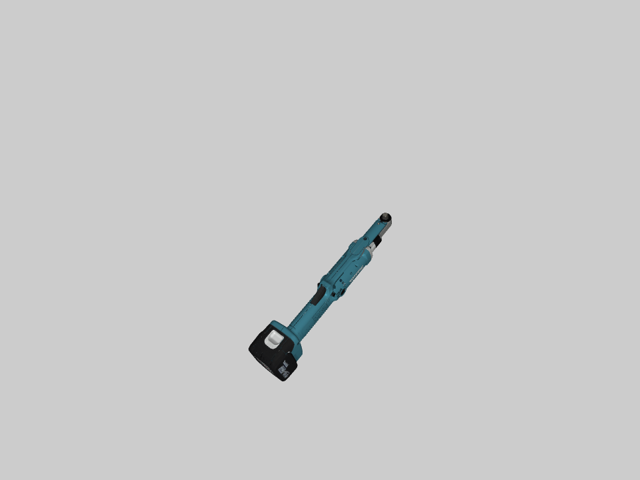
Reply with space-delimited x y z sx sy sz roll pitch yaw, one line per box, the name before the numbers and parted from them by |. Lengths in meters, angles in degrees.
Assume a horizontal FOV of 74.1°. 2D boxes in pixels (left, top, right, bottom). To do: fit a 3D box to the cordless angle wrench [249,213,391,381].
cordless angle wrench | 0.025 0.096 0.889 0.074 0.422 0.098 30 -24 28
